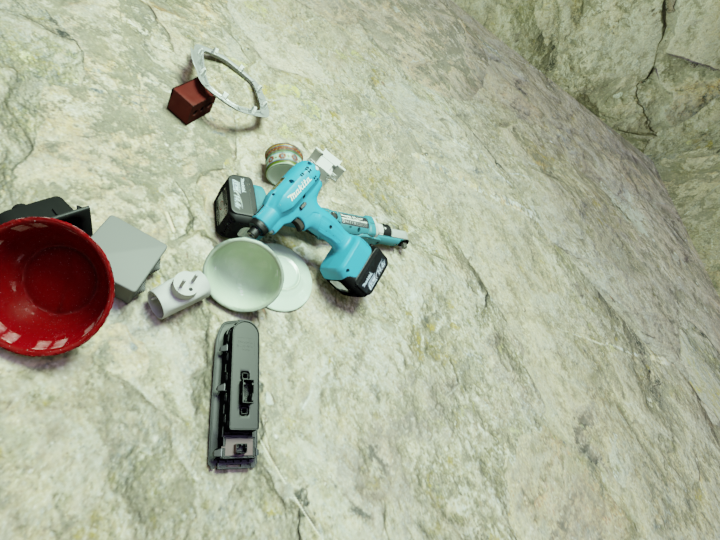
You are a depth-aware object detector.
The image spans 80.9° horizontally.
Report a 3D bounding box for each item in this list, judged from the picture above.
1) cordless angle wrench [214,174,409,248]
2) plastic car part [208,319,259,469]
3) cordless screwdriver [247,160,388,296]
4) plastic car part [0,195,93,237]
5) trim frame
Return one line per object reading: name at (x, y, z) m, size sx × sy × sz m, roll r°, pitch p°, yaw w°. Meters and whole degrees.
cordless angle wrench at (-0.066, -0.091, 0.819) m, size 0.403 × 0.075 × 0.101 m, roll 7°, pitch 57°, yaw -34°
plastic car part at (-0.167, 0.155, 0.579) m, size 0.064 × 0.067 × 0.210 m, roll 7°, pitch 53°, yaw -24°
cordless screwdriver at (-0.070, -0.046, 0.720) m, size 0.238 × 0.078 × 0.158 m, roll 49°, pitch 63°, yaw -25°
plastic car part at (-0.429, -0.062, 0.559) m, size 0.113 × 0.065 × 0.074 m, roll -27°, pitch 64°, yaw -40°
trim frame at (-0.272, -0.400, 0.884) m, size 0.174 × 0.028 × 0.260 m, roll 18°, pitch 37°, yaw -37°
